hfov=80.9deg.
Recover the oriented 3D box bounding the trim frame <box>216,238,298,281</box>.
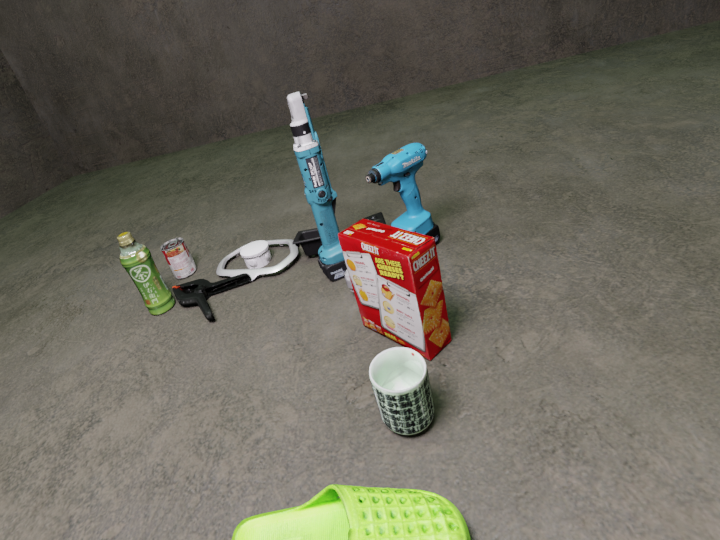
[{"bbox_3d":[-0.282,-0.031,1.160,0.257,0.026,0.185,-2,34,22],"label":"trim frame"}]

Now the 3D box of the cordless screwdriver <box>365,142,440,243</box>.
[{"bbox_3d":[0.095,-0.147,0.956,0.156,0.240,0.079,-32,33,-27],"label":"cordless screwdriver"}]

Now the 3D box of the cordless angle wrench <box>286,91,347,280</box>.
[{"bbox_3d":[-0.089,-0.174,0.925,0.097,0.407,0.078,-20,29,-9],"label":"cordless angle wrench"}]

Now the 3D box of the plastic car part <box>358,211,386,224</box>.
[{"bbox_3d":[0.041,-0.066,1.023,0.067,0.064,0.209,-14,31,2],"label":"plastic car part"}]

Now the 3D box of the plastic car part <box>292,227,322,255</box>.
[{"bbox_3d":[-0.107,-0.070,1.097,0.119,0.068,0.067,-6,31,16],"label":"plastic car part"}]
